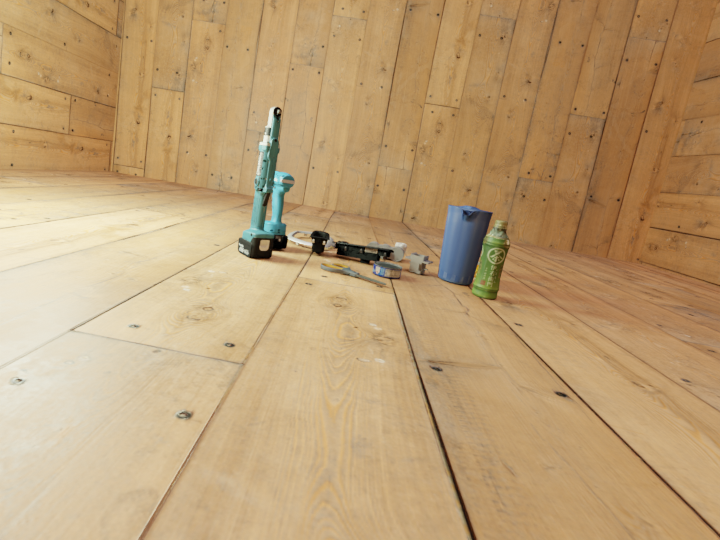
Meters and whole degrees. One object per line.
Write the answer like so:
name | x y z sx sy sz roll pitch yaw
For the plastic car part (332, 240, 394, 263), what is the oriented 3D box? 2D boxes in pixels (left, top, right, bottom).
plastic car part | 0.003 -0.061 1.396 0.210 0.066 0.064 14 12 20

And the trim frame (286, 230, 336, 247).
trim frame | -0.182 -0.116 1.596 0.185 0.027 0.250 10 12 0

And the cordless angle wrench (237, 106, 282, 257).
cordless angle wrench | -0.272 -0.247 1.199 0.071 0.419 0.104 2 13 -41

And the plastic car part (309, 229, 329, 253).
plastic car part | -0.138 -0.090 1.412 0.066 0.070 0.118 10 12 -3

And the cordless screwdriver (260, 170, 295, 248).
cordless screwdriver | -0.285 -0.201 1.385 0.071 0.247 0.168 4 12 -35
